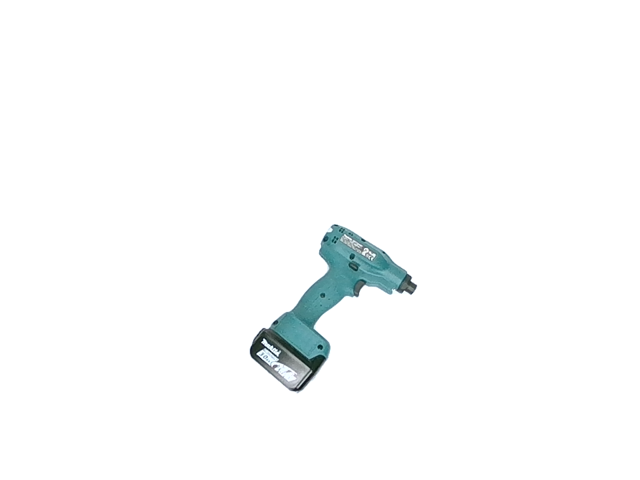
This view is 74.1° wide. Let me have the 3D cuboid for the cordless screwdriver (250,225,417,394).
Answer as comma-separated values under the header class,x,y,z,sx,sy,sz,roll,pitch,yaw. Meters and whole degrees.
class,x,y,z,sx,sy,sz,roll,pitch,yaw
cordless screwdriver,0.021,0.109,0.619,0.159,0.248,0.074,33,-20,10
